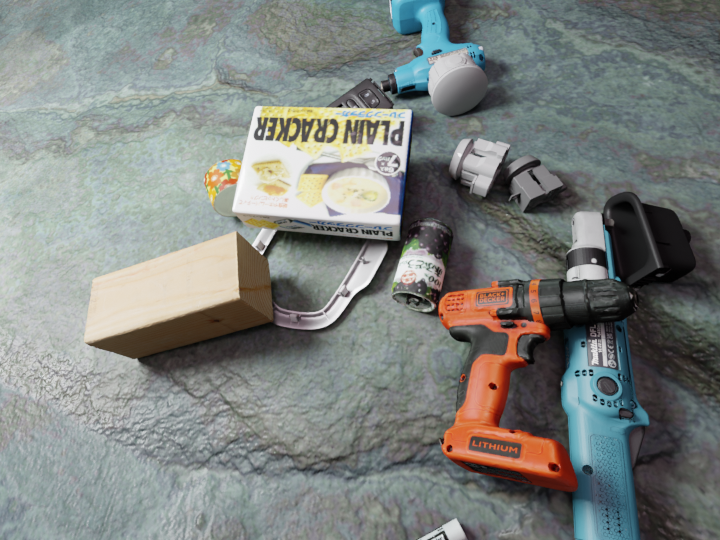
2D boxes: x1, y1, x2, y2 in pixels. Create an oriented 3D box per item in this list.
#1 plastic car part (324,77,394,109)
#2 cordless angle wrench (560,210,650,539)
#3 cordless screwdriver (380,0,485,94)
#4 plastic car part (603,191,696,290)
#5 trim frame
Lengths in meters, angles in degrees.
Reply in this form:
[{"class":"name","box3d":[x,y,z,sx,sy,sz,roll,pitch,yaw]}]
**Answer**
[{"class":"plastic car part","box3d":[-0.051,-0.203,0.641,0.203,0.066,0.067,-34,82,-2]},{"class":"cordless angle wrench","box3d":[0.229,0.119,0.402,0.101,0.071,0.430,4,61,15]},{"class":"cordless screwdriver","box3d":[0.093,-0.401,0.713,0.161,0.071,0.257,-14,64,6]},{"class":"plastic car part","box3d":[0.325,-0.034,0.469,0.071,0.064,0.118,10,61,0]},{"class":"trim frame","box3d":[-0.057,-0.037,0.579,0.192,0.026,0.248,22,68,22]}]
